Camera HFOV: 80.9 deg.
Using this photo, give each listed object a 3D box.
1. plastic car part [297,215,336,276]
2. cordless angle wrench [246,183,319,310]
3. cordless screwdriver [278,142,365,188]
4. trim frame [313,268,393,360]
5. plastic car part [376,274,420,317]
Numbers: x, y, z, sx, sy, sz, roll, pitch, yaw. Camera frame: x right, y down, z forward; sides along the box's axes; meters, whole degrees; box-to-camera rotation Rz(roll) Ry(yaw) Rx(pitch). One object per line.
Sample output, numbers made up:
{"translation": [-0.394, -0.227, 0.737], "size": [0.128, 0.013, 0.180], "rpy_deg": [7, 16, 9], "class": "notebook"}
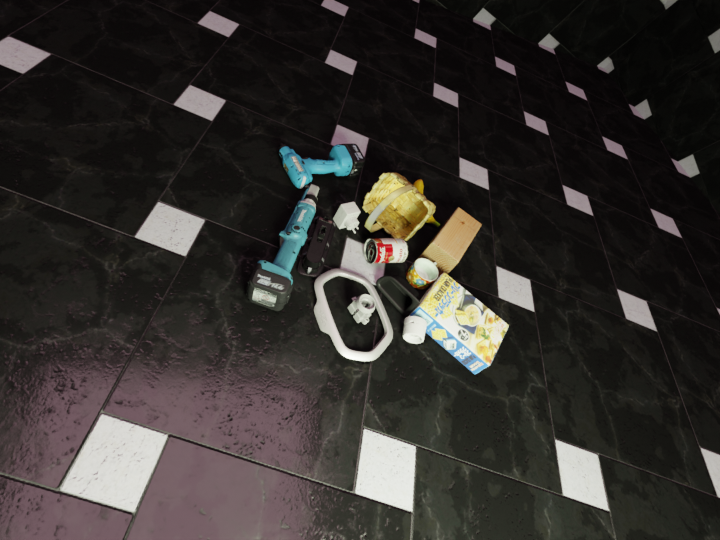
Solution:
{"translation": [-0.107, -0.070, 1.093], "size": [0.065, 0.067, 0.206], "rpy_deg": [23, 52, -11], "class": "plastic car part"}
{"translation": [-0.169, -0.090, 1.075], "size": [0.098, 0.073, 0.429], "rpy_deg": [17, 46, -2], "class": "cordless angle wrench"}
{"translation": [-0.121, -0.338, 1.284], "size": [0.241, 0.074, 0.165], "rpy_deg": [-17, 63, -28], "class": "cordless screwdriver"}
{"translation": [-0.021, 0.101, 1.021], "size": [0.177, 0.027, 0.258], "rpy_deg": [-7, 60, -29], "class": "trim frame"}
{"translation": [0.106, 0.051, 1.098], "size": [0.120, 0.066, 0.068], "rpy_deg": [47, 35, 18], "class": "plastic car part"}
